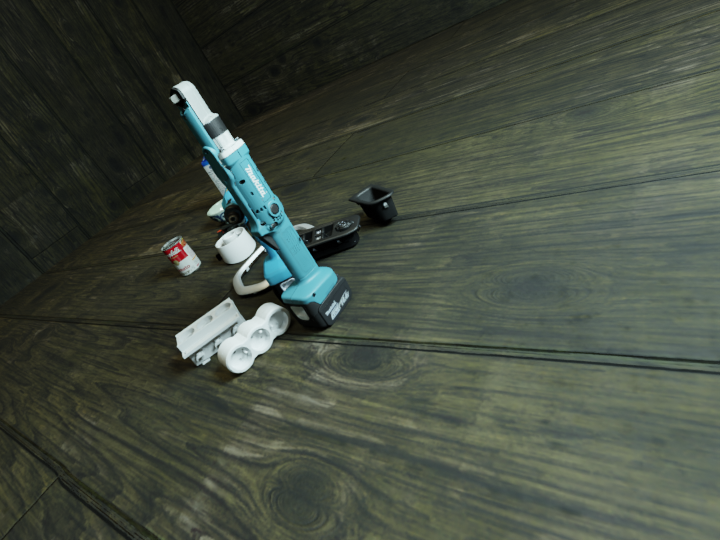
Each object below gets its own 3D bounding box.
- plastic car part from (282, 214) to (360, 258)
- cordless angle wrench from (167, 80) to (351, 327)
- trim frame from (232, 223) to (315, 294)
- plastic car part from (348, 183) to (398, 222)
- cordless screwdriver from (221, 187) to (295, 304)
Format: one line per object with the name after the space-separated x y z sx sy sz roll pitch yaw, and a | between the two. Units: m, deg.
-0.087 -0.057 0.890 0.207 0.064 0.068 -21 29 18 | plastic car part
-0.148 -0.089 0.648 0.078 0.406 0.097 -3 36 43 | cordless angle wrench
-0.202 -0.030 0.993 0.193 0.026 0.247 0 42 43 | trim frame
0.037 -0.134 0.889 0.065 0.068 0.122 -36 29 -10 | plastic car part
-0.169 -0.044 0.768 0.075 0.239 0.165 -28 27 5 | cordless screwdriver
